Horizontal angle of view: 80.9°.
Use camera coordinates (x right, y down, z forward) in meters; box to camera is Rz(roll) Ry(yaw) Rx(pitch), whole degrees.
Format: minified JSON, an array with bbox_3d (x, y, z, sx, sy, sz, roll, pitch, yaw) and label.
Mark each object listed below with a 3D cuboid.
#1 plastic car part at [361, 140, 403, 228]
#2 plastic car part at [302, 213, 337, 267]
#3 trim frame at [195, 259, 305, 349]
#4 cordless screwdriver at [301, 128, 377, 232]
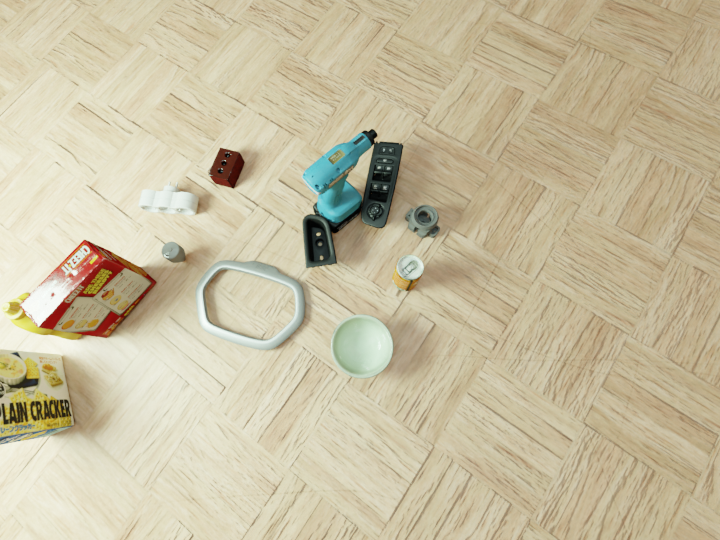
[{"bbox_3d":[0.045,-0.186,0.948,0.067,0.065,0.205,10,74,6],"label":"plastic car part"},{"bbox_3d":[-0.090,-0.059,0.919,0.066,0.069,0.119,-9,73,0],"label":"plastic car part"},{"bbox_3d":[-0.240,0.068,0.916,0.253,0.027,0.185,14,75,9],"label":"trim frame"},{"bbox_3d":[-0.033,-0.178,0.860,0.158,0.243,0.076,-41,79,-9],"label":"cordless screwdriver"}]
